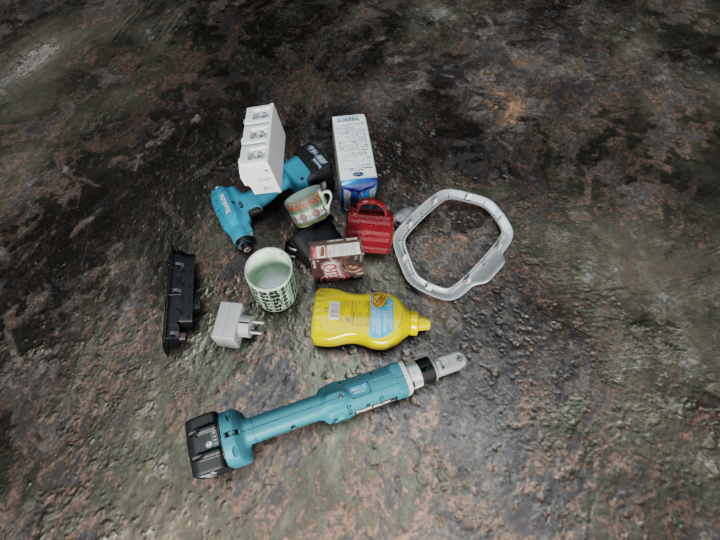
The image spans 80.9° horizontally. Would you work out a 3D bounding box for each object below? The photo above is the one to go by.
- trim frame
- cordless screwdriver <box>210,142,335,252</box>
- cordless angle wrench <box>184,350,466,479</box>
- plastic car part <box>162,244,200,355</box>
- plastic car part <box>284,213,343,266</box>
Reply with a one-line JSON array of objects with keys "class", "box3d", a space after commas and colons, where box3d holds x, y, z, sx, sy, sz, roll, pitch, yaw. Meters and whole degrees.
[{"class": "trim frame", "box3d": [0.174, -0.056, 0.781, 0.189, 0.027, 0.246, 43, 68, 15]}, {"class": "cordless screwdriver", "box3d": [-0.166, -0.145, 0.851, 0.247, 0.071, 0.166, -28, 61, -8]}, {"class": "cordless angle wrench", "box3d": [-0.035, 0.195, 0.625, 0.418, 0.095, 0.077, -17, 64, -9]}, {"class": "plastic car part", "box3d": [-0.321, 0.042, 0.755, 0.066, 0.065, 0.211, -7, 58, -14]}, {"class": "plastic car part", "box3d": [-0.078, -0.051, 0.797, 0.115, 0.065, 0.073, -32, 78, -19]}]
